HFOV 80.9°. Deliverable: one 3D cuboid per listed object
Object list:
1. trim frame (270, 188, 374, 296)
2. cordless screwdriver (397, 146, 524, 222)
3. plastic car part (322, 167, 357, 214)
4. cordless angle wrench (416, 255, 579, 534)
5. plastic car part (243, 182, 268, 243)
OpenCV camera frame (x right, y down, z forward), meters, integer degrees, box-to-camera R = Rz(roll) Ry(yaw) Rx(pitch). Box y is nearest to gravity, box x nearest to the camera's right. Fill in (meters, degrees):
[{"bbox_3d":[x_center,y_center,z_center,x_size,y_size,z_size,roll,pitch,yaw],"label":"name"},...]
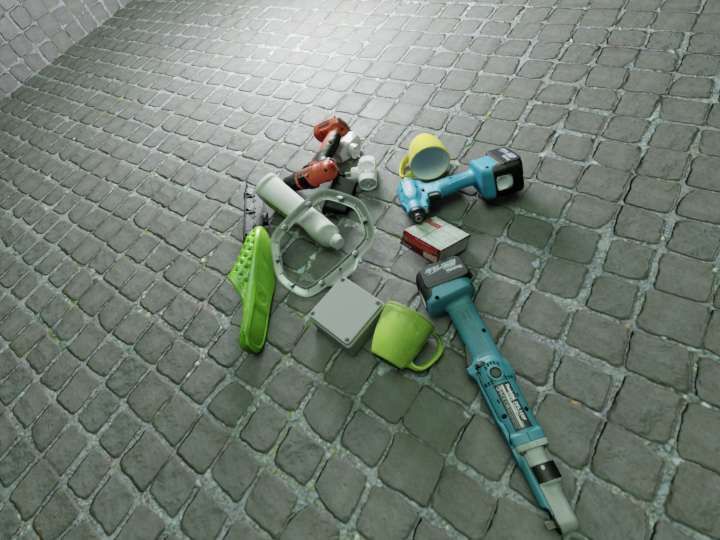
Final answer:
[{"bbox_3d":[-0.086,-0.056,0.878,0.250,0.027,0.188,-40,78,14],"label":"trim frame"},{"bbox_3d":[0.206,-0.170,0.878,0.252,0.071,0.163,-15,33,10],"label":"cordless screwdriver"},{"bbox_3d":[-0.041,-0.172,0.997,0.072,0.064,0.118,13,64,7],"label":"plastic car part"},{"bbox_3d":[0.211,0.170,0.675,0.098,0.071,0.442,-22,55,2],"label":"cordless angle wrench"},{"bbox_3d":[-0.260,-0.139,1.038,0.067,0.064,0.211,-12,54,-4],"label":"plastic car part"}]
